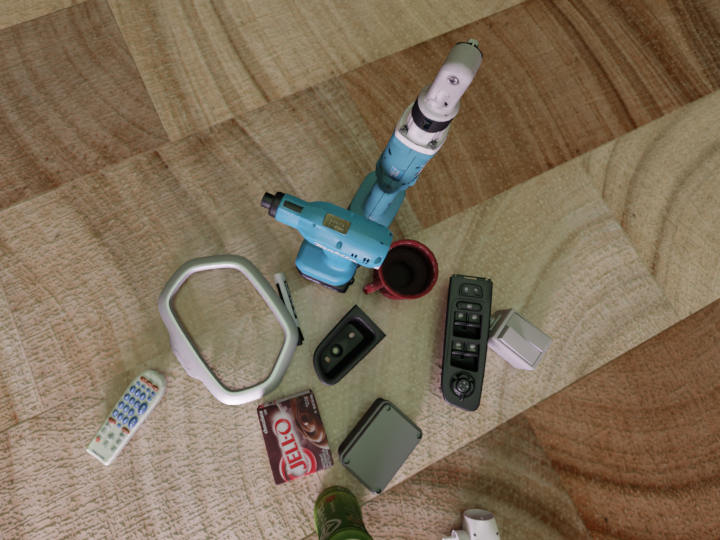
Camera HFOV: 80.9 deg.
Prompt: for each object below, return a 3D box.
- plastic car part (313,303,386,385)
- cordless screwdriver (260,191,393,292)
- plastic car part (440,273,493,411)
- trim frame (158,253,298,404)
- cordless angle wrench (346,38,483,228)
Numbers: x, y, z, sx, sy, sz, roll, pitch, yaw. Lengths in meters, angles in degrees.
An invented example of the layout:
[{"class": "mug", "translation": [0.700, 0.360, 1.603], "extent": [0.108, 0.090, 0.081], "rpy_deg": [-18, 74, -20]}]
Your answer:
[{"class": "plastic car part", "translation": [-0.028, 0.118, 0.652], "extent": [0.067, 0.071, 0.116], "rpy_deg": [45, 78, 3]}, {"class": "cordless screwdriver", "translation": [-0.058, -0.038, 0.595], "extent": [0.159, 0.248, 0.074], "rpy_deg": [24, 78, -3]}, {"class": "plastic car part", "translation": [0.159, 0.112, 0.667], "extent": [0.066, 0.067, 0.205], "rpy_deg": [8, 77, -5]}, {"class": "trim frame", "translation": [-0.211, 0.087, 0.669], "extent": [0.183, 0.027, 0.252], "rpy_deg": [-37, 82, -11]}, {"class": "cordless angle wrench", "translation": [0.048, -0.131, 0.534], "extent": [0.074, 0.422, 0.098], "rpy_deg": [29, 77, -3]}]
